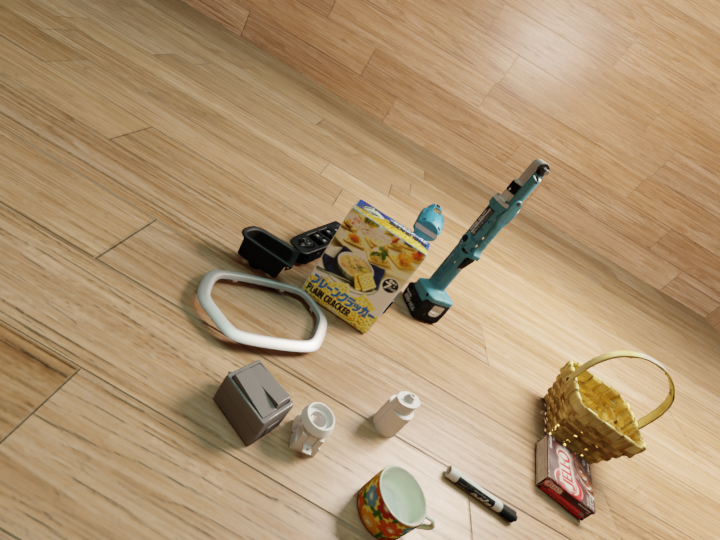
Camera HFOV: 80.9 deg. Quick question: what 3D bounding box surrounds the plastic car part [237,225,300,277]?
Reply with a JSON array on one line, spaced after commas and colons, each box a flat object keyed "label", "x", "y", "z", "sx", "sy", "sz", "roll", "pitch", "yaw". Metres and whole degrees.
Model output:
[{"label": "plastic car part", "x": -0.187, "y": -0.030, "z": 0.821, "sx": 0.116, "sy": 0.071, "sz": 0.066, "roll": 30, "pitch": 29, "yaw": -4}]

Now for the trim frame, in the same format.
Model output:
[{"label": "trim frame", "x": -0.164, "y": 0.066, "z": 0.737, "sx": 0.237, "sy": 0.027, "sz": 0.193, "roll": 12, "pitch": 34, "yaw": -31}]

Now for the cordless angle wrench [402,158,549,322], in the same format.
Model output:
[{"label": "cordless angle wrench", "x": 0.246, "y": -0.059, "z": 0.915, "sx": 0.071, "sy": 0.423, "sz": 0.102, "roll": 19, "pitch": 32, "yaw": -27}]

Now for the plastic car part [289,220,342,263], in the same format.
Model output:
[{"label": "plastic car part", "x": -0.094, "y": -0.062, "z": 0.964, "sx": 0.068, "sy": 0.067, "sz": 0.197, "roll": 41, "pitch": 30, "yaw": 14}]

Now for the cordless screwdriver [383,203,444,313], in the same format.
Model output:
[{"label": "cordless screwdriver", "x": 0.094, "y": -0.034, "z": 0.912, "sx": 0.075, "sy": 0.249, "sz": 0.158, "roll": 35, "pitch": 28, "yaw": 0}]
